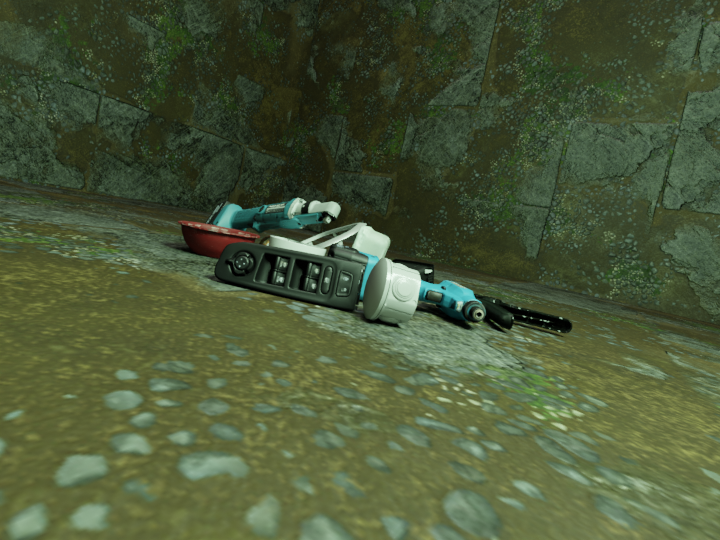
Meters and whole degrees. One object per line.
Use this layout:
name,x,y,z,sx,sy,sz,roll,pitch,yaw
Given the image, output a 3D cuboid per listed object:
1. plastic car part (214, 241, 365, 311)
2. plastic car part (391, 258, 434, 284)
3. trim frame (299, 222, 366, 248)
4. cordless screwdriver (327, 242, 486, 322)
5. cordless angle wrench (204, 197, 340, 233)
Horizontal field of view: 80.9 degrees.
plastic car part,-0.100,0.005,0.594,0.204,0.066,0.066,12,-5,1
plastic car part,0.099,0.013,0.954,0.123,0.065,0.068,12,18,41
trim frame,-0.092,-0.060,0.943,0.179,0.027,0.259,-30,15,-36
cordless screwdriver,0.062,0.026,0.667,0.248,0.074,0.160,15,5,-3
cordless angle wrench,-0.196,-0.113,0.905,0.444,0.098,0.070,1,-34,46
